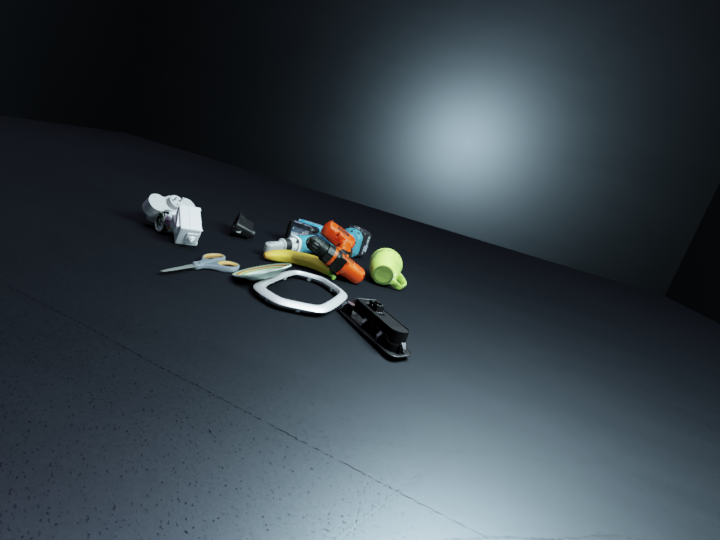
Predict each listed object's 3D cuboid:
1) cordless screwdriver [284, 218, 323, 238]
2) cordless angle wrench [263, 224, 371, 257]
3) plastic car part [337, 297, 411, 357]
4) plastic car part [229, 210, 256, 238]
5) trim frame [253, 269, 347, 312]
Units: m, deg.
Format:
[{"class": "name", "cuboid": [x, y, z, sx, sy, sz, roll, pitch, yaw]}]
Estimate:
[{"class": "cordless screwdriver", "cuboid": [-0.158, -0.121, 1.417, 0.161, 0.074, 0.248, 17, 11, 2]}, {"class": "cordless angle wrench", "cuboid": [-0.124, -0.081, 1.273, 0.078, 0.097, 0.404, 30, 23, 33]}, {"class": "plastic car part", "cuboid": [0.034, 0.100, 0.820, 0.063, 0.067, 0.214, 16, 15, -33]}, {"class": "plastic car part", "cuboid": [-0.350, -0.126, 1.272, 0.068, 0.066, 0.121, 26, 13, -22]}, {"class": "trim frame", "cuboid": [-0.129, 0.043, 0.925, 0.190, 0.027, 0.243, 20, 17, 14]}]
